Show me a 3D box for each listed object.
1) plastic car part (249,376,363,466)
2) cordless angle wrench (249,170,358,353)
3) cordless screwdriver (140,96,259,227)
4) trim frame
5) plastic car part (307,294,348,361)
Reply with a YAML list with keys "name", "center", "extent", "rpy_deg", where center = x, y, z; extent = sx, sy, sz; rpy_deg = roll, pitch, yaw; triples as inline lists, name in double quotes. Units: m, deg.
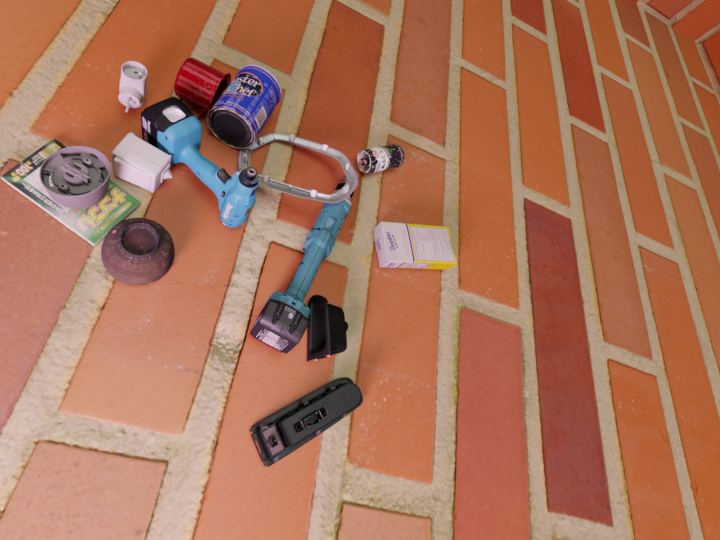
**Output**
- name: "plastic car part"
  center: [-0.074, 0.233, 0.688]
  extent: [0.196, 0.067, 0.068]
  rpy_deg: [-22, 72, -34]
- name: "cordless angle wrench"
  center: [-0.079, -0.051, 0.804]
  extent: [0.073, 0.099, 0.427]
  rpy_deg: [29, 54, -10]
- name: "cordless screwdriver"
  center: [-0.275, -0.200, 0.740]
  extent: [0.250, 0.161, 0.073]
  rpy_deg: [48, 56, 3]
- name: "trim frame"
  center: [-0.125, -0.212, 0.858]
  extent: [0.248, 0.027, 0.187]
  rpy_deg: [17, 52, -1]
- name: "plastic car part"
  center: [-0.054, 0.104, 0.763]
  extent: [0.067, 0.068, 0.119]
  rpy_deg: [21, 55, -35]
